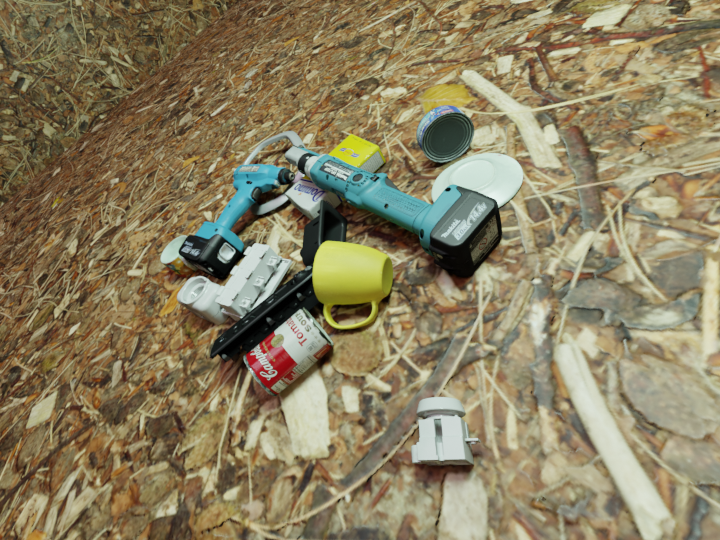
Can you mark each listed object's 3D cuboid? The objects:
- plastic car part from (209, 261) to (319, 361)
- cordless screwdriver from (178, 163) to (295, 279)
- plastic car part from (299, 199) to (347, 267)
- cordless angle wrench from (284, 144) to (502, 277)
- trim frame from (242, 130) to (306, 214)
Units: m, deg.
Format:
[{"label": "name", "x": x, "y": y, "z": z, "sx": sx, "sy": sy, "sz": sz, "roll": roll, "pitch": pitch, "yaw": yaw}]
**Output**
[{"label": "plastic car part", "x": -0.124, "y": 0.066, "z": 0.616, "sx": 0.203, "sy": 0.066, "sz": 0.067, "roll": -43, "pitch": 6, "yaw": -2}, {"label": "cordless screwdriver", "x": -0.232, "y": -0.105, "z": 0.819, "sx": 0.168, "sy": 0.070, "sz": 0.250, "roll": 8, "pitch": 63, "yaw": 39}, {"label": "plastic car part", "x": -0.067, "y": -0.044, "z": 0.689, "sx": 0.073, "sy": 0.062, "sz": 0.119, "roll": -24, "pitch": 45, "yaw": 35}, {"label": "cordless angle wrench", "x": 0.007, "y": -0.128, "z": 0.662, "sx": 0.097, "sy": 0.070, "sz": 0.448, "roll": -47, "pitch": 49, "yaw": -12}, {"label": "trim frame", "x": -0.194, "y": -0.217, "z": 0.925, "sx": 0.185, "sy": 0.026, "sz": 0.261, "roll": -36, "pitch": 48, "yaw": 9}]
